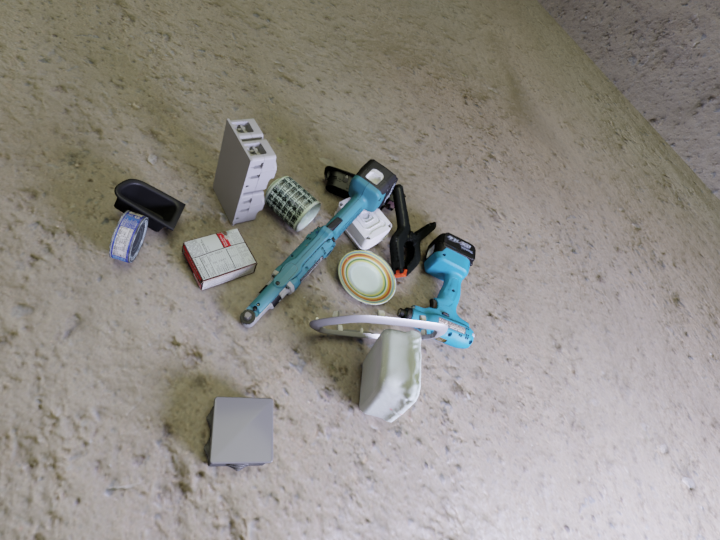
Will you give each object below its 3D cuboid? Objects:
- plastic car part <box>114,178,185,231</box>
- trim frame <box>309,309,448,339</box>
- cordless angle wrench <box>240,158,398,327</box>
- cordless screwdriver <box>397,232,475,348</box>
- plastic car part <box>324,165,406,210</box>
[{"bbox_3d":[-0.393,-0.112,0.771,0.112,0.072,0.067,30,47,-24],"label":"plastic car part"},{"bbox_3d":[0.032,0.098,0.732,0.241,0.186,0.028,7,70,-20],"label":"trim frame"},{"bbox_3d":[-0.080,-0.052,0.817,0.076,0.097,0.420,37,66,7],"label":"cordless angle wrench"},{"bbox_3d":[0.166,0.031,0.909,0.157,0.074,0.253,20,54,-9],"label":"cordless screwdriver"},{"bbox_3d":[-0.001,-0.186,1.008,0.200,0.067,0.067,25,76,-7],"label":"plastic car part"}]
